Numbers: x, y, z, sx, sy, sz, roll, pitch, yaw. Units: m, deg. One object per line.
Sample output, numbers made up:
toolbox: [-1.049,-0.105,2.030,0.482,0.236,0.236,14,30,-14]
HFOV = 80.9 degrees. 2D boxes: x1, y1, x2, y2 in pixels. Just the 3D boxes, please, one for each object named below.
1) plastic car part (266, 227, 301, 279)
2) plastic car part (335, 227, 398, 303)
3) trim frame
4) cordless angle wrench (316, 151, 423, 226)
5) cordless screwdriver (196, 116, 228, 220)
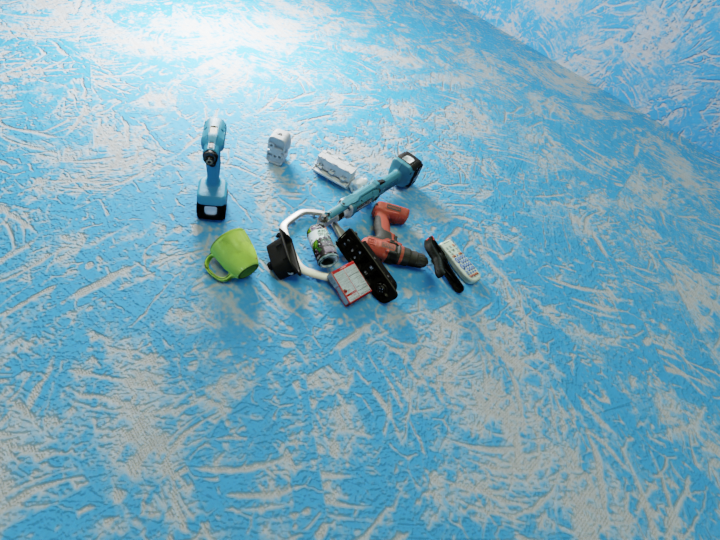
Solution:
plastic car part: [-0.192,-0.030,1.016,0.072,0.062,0.121,-24,60,12]
plastic car part: [0.023,-0.009,1.044,0.209,0.067,0.064,56,27,17]
trim frame: [-0.107,-0.070,1.097,0.179,0.027,0.260,-13,53,-23]
cordless angle wrench: [0.025,-0.223,1.212,0.077,0.096,0.415,41,53,16]
cordless screwdriver: [-0.355,-0.221,1.012,0.073,0.245,0.165,5,46,-16]
